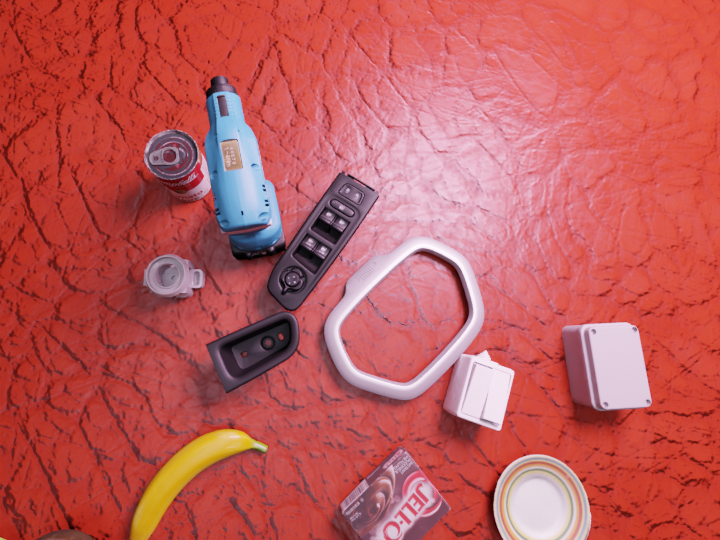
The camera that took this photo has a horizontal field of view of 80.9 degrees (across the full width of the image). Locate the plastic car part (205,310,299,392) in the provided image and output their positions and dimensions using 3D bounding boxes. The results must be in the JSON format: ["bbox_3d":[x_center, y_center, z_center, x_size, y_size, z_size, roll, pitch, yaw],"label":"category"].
[{"bbox_3d":[-0.132,0.100,0.558,0.115,0.071,0.067,-26,84,-9],"label":"plastic car part"}]

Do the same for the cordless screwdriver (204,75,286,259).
[{"bbox_3d":[-0.139,-0.101,0.507,0.073,0.248,0.161,-11,83,-10],"label":"cordless screwdriver"}]

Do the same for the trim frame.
[{"bbox_3d":[0.064,0.063,0.599,0.247,0.027,0.186,-44,84,-10],"label":"trim frame"}]

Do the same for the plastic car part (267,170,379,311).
[{"bbox_3d":[-0.058,-0.038,0.592,0.067,0.067,0.203,34,79,0],"label":"plastic car part"}]
